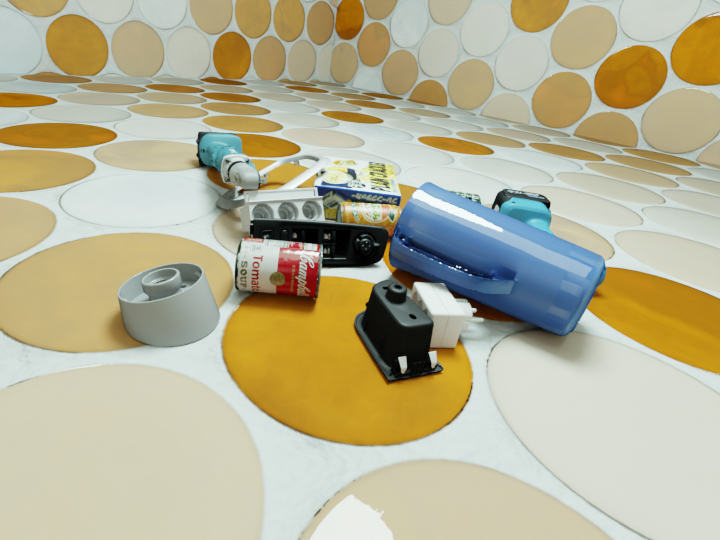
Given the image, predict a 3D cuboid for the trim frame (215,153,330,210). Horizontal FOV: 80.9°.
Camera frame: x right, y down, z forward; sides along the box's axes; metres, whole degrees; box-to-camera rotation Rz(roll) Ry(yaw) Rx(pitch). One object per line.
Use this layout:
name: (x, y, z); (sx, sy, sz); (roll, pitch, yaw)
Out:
trim frame: (-0.164, -0.172, 0.806); (0.193, 0.026, 0.246); (4, 38, 33)

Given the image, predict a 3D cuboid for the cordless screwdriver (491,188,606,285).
cordless screwdriver: (0.277, -0.060, 0.721); (0.159, 0.073, 0.255); (6, 32, -2)

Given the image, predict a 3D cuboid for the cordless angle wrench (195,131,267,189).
cordless angle wrench: (-0.252, -0.211, 0.812); (0.095, 0.073, 0.444); (-5, 23, -23)

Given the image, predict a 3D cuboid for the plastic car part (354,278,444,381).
plastic car part: (0.037, 0.052, 0.459); (0.064, 0.069, 0.123); (-4, 33, -25)

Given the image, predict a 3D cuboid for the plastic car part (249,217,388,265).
plastic car part: (-0.061, -0.040, 0.624); (0.200, 0.066, 0.068); (2, 2, -8)
